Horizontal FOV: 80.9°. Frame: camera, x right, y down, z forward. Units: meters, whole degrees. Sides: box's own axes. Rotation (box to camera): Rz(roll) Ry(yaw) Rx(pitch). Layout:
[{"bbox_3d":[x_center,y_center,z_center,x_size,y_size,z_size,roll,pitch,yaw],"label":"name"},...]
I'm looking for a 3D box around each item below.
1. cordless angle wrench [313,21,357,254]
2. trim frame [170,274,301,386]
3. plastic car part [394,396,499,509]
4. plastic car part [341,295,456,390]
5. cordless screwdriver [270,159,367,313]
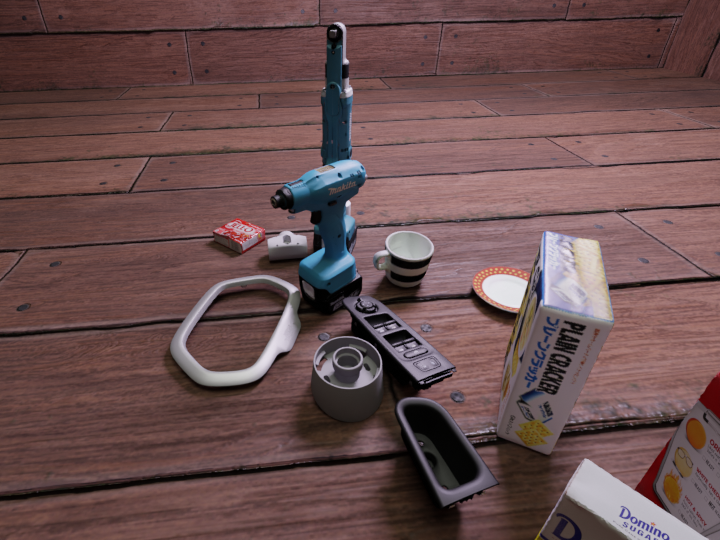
[{"bbox_3d":[-0.044,-0.213,0.768,0.076,0.411,0.098,9,34,10],"label":"cordless angle wrench"},{"bbox_3d":[-0.191,0.085,0.679,0.188,0.027,0.251,6,36,10],"label":"trim frame"},{"bbox_3d":[0.081,0.205,0.465,0.064,0.069,0.123,-12,36,-19],"label":"plastic car part"},{"bbox_3d":[0.043,0.103,0.615,0.064,0.065,0.215,-18,38,-25],"label":"plastic car part"},{"bbox_3d":[-0.066,-0.043,0.673,0.155,0.241,0.079,-26,43,-35],"label":"cordless screwdriver"}]
